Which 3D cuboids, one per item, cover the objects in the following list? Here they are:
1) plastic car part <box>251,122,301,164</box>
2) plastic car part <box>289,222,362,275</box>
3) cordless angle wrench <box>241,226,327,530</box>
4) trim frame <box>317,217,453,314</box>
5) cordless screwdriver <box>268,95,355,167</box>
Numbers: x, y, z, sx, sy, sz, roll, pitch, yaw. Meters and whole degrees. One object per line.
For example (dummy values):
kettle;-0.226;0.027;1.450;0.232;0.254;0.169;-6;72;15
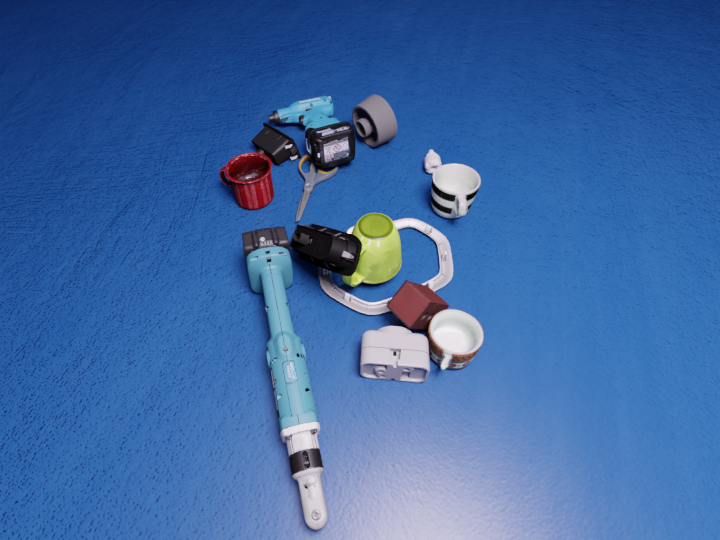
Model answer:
plastic car part;-0.199;-0.277;0.950;0.123;0.063;0.070;35;74;30
plastic car part;-0.066;-0.043;0.673;0.214;0.063;0.066;22;84;55
cordless angle wrench;-0.106;0.121;0.603;0.073;0.095;0.441;-10;54;-12
trim frame;0.045;-0.018;0.741;0.245;0.026;0.194;-23;53;-12
cordless screwdriver;-0.113;-0.321;0.956;0.157;0.071;0.261;-16;43;-10
